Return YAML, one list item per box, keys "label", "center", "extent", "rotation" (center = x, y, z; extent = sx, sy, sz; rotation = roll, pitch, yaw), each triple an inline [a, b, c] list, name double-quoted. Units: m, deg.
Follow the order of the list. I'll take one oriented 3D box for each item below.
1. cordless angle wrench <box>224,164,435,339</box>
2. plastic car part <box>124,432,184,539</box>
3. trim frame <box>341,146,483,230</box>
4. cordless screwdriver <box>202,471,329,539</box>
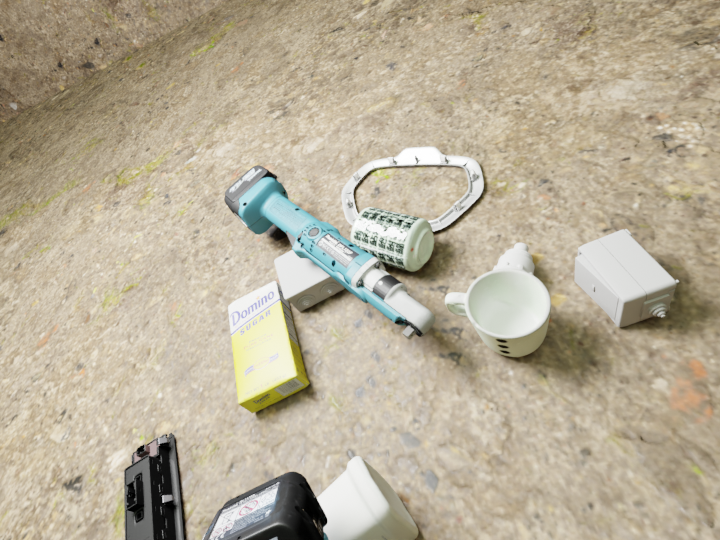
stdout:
- label: "cordless angle wrench"
  center: [-0.061, -0.040, 0.620]
  extent: [0.097, 0.070, 0.448]
  rotation: [-45, 50, -11]
- label: "plastic car part"
  center: [-0.262, 0.304, 0.530]
  extent: [0.066, 0.064, 0.214]
  rotation: [-28, 49, -6]
- label: "trim frame"
  center: [0.078, -0.140, 0.717]
  extent: [0.261, 0.026, 0.185]
  rotation: [6, 57, 33]
- label: "cordless screwdriver"
  center: [-0.047, 0.306, 0.328]
  extent: [0.159, 0.074, 0.250]
  rotation: [-32, 88, 2]
